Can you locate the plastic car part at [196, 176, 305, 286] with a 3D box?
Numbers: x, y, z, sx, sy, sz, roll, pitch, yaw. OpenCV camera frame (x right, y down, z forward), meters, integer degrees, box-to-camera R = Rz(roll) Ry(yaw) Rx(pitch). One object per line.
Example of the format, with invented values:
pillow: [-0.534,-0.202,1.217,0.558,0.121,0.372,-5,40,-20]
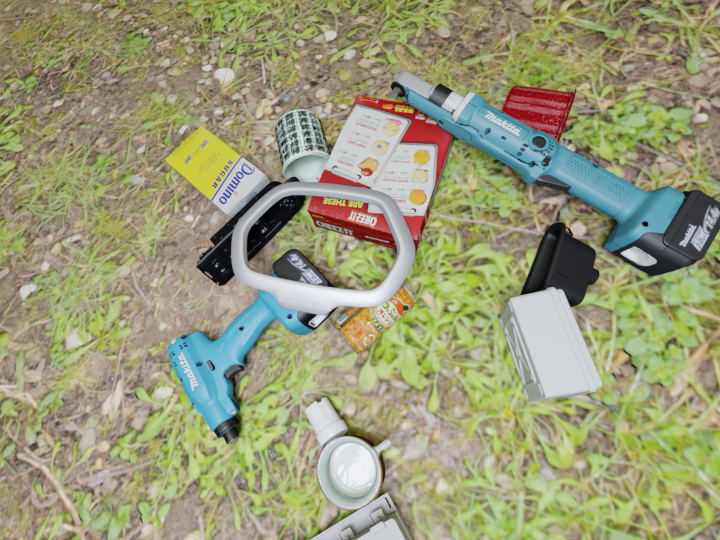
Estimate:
plastic car part: [-0.170,-0.071,0.665,0.202,0.063,0.071,-43,42,-5]

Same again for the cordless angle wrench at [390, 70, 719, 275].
cordless angle wrench: [0.224,-0.152,0.553,0.434,0.072,0.098,36,79,13]

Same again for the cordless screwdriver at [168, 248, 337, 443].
cordless screwdriver: [-0.134,0.098,0.577,0.248,0.071,0.166,-39,65,-1]

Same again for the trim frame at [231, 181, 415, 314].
trim frame: [-0.054,-0.036,0.556,0.254,0.026,0.187,8,66,13]

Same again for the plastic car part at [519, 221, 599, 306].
plastic car part: [0.261,0.000,0.535,0.072,0.065,0.116,29,73,5]
